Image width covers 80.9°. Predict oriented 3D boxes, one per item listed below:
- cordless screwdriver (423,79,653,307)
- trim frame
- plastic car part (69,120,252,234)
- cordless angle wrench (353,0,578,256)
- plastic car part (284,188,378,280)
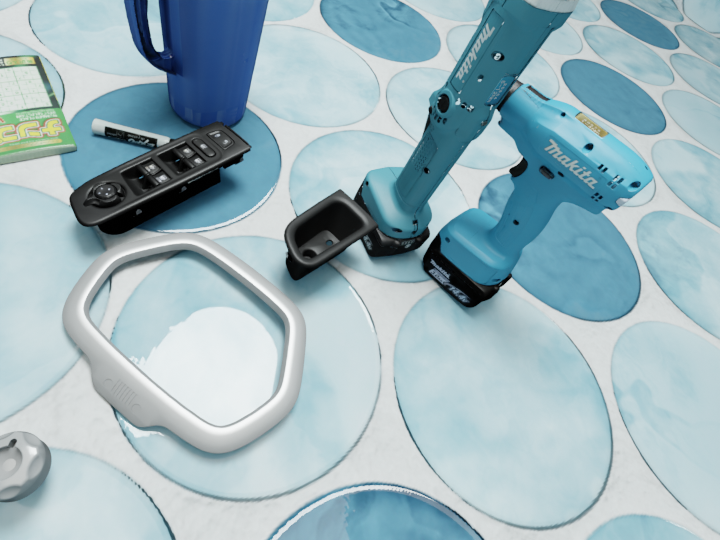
[{"bbox_3d":[0.150,-0.074,0.467,0.073,0.247,0.164,-32,74,-34],"label":"cordless screwdriver"},{"bbox_3d":[-0.166,0.057,0.415,0.253,0.027,0.183,35,54,8],"label":"trim frame"},{"bbox_3d":[-0.224,-0.102,0.481,0.068,0.067,0.199,45,55,11],"label":"plastic car part"},{"bbox_3d":[0.098,-0.158,0.400,0.072,0.421,0.101,-10,64,-27],"label":"cordless angle wrench"},{"bbox_3d":[-0.047,-0.031,0.486,0.068,0.070,0.114,44,55,11],"label":"plastic car part"}]
